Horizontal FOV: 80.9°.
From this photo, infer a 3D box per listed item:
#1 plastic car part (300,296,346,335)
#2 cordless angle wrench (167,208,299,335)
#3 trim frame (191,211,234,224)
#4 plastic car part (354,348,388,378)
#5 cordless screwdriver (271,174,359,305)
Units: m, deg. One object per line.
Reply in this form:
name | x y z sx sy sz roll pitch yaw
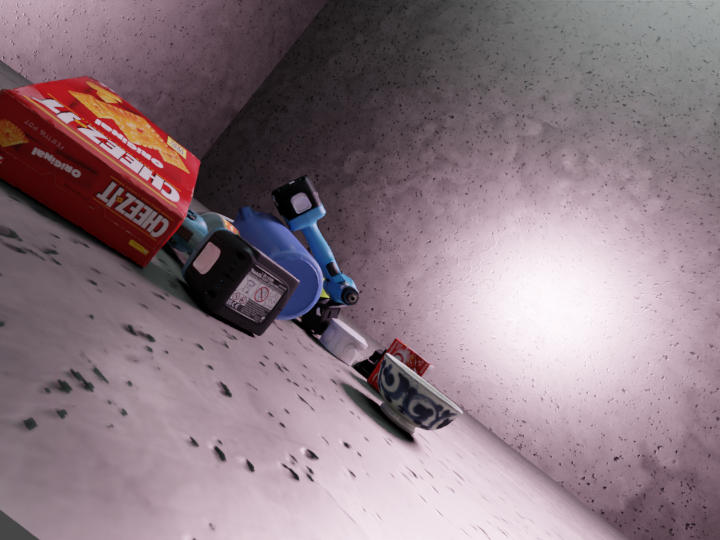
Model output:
plastic car part | -0.073 0.088 0.800 0.069 0.071 0.111 17 -1 25
cordless angle wrench | -0.239 -0.056 0.572 0.448 0.074 0.092 30 -8 44
trim frame | -0.300 -0.079 0.962 0.261 0.028 0.174 3 -26 48
plastic car part | 0.036 0.185 0.837 0.068 0.067 0.197 29 -8 11
cordless screwdriver | -0.076 -0.050 0.780 0.245 0.074 0.163 64 -10 -10
